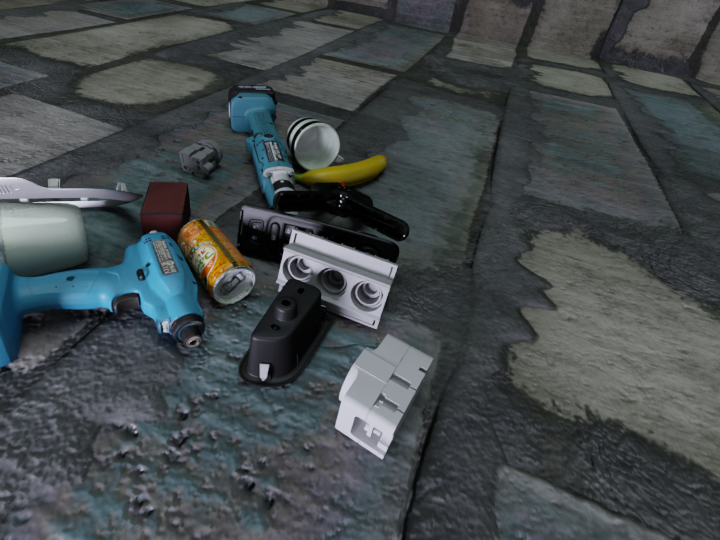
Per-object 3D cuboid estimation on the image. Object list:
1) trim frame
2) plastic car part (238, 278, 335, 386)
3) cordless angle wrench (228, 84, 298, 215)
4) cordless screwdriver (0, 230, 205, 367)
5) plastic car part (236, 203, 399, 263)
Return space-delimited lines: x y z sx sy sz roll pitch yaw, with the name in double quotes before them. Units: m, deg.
"trim frame" -0.392 -0.090 0.503 0.243 0.027 0.189 -2 6 -15
"plastic car part" -0.072 0.053 0.420 0.068 0.069 0.116 18 36 12
"cordless angle wrench" -0.163 -0.210 0.734 0.095 0.073 0.444 -6 43 -19
"cordless screwdriver" -0.280 0.039 0.401 0.240 0.073 0.168 -14 44 -31
"plastic car part" -0.053 -0.035 0.546 0.207 0.066 0.066 15 14 9
